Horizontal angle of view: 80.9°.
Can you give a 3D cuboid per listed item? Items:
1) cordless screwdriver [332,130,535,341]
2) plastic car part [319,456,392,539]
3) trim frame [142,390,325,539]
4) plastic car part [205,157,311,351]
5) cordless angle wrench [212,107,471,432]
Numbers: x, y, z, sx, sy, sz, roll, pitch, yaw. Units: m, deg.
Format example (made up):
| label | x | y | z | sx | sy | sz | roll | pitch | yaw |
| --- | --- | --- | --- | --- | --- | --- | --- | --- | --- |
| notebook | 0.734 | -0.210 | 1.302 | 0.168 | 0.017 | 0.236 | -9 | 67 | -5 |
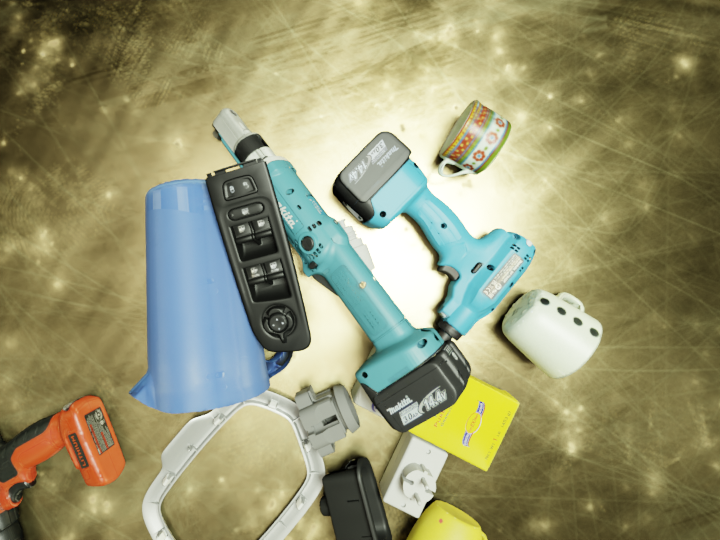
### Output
| label | x | y | z | sx | sy | sz | roll | pitch | yaw |
| --- | --- | --- | --- | --- | --- | --- | --- | --- | --- |
| cordless screwdriver | 0.070 | -0.037 | 0.510 | 0.247 | 0.075 | 0.159 | 39 | 89 | -3 |
| plastic car part | -0.011 | 0.287 | 0.508 | 0.072 | 0.064 | 0.117 | -20 | 86 | 12 |
| trim frame | -0.158 | 0.264 | 0.523 | 0.185 | 0.027 | 0.248 | 41 | 90 | 2 |
| plastic car part | -0.103 | -0.011 | 0.452 | 0.066 | 0.067 | 0.202 | -15 | 93 | -1 |
| cordless angle wrench | -0.047 | -0.031 | 0.483 | 0.099 | 0.072 | 0.433 | -43 | 75 | 25 |
